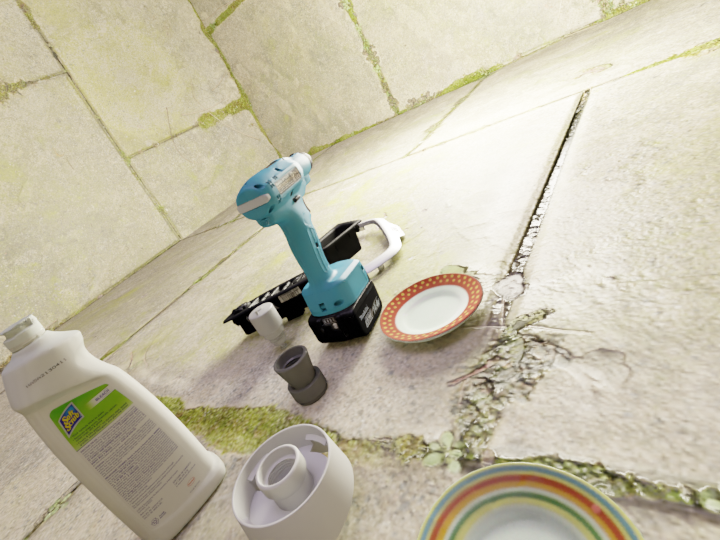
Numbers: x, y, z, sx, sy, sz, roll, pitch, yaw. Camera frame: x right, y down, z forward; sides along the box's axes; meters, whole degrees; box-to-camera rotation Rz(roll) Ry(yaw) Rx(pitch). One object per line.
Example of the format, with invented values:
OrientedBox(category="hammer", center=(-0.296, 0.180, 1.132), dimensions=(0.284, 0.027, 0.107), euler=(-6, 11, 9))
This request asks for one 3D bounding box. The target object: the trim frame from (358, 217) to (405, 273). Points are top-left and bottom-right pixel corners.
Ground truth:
OrientedBox(category="trim frame", center=(-0.007, -0.040, 0.806), dimensions=(0.185, 0.027, 0.255), euler=(-28, 22, 4))

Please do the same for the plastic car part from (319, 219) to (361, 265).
OrientedBox(category="plastic car part", center=(-0.041, -0.037, 0.785), dimensions=(0.069, 0.069, 0.115), euler=(-8, 29, 46))

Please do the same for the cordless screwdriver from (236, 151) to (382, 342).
OrientedBox(category="cordless screwdriver", center=(-0.056, -0.037, 0.571), dimensions=(0.077, 0.241, 0.159), euler=(-19, 21, 30))

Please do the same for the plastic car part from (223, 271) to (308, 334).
OrientedBox(category="plastic car part", center=(-0.138, 0.055, 0.713), dimensions=(0.207, 0.065, 0.067), euler=(-23, 21, 18))
